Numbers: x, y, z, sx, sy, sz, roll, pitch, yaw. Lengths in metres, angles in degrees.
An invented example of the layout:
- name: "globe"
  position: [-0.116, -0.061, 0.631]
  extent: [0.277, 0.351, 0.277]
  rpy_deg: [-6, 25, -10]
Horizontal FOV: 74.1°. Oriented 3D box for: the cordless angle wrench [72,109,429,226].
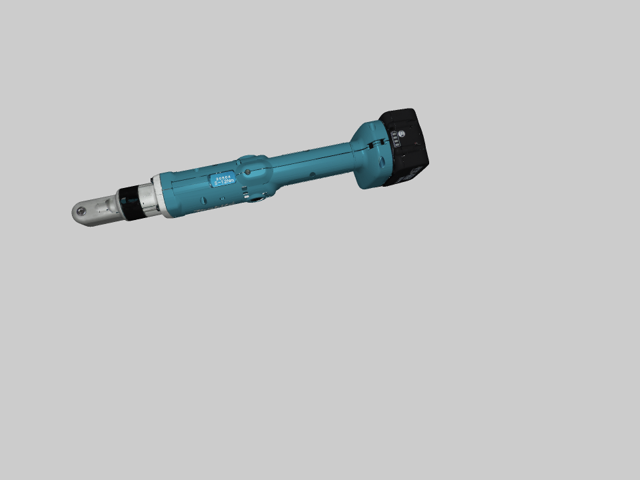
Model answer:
- name: "cordless angle wrench"
  position: [-0.083, -0.075, 0.521]
  extent: [0.423, 0.074, 0.098]
  rpy_deg: [-13, -6, -7]
